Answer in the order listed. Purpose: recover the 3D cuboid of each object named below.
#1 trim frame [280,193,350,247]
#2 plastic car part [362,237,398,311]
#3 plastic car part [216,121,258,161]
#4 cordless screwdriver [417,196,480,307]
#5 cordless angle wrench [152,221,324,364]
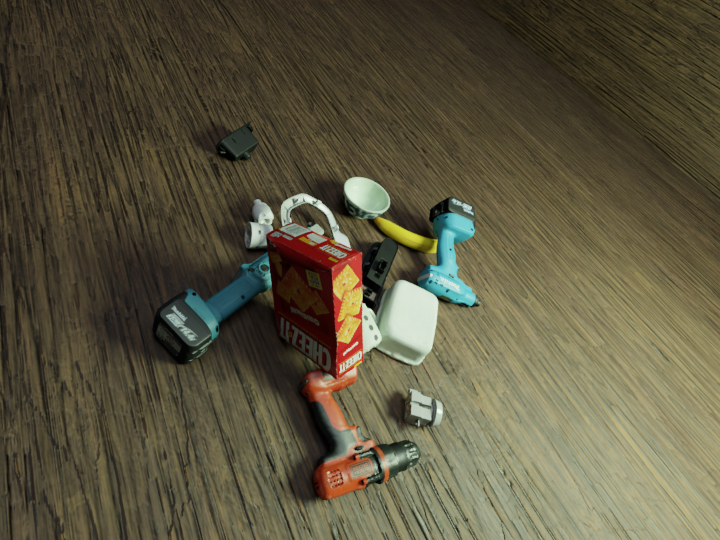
[{"bbox_3d":[-0.087,-0.057,0.893,0.174,0.028,0.257,11,54,-47],"label":"trim frame"},{"bbox_3d":[0.037,-0.007,0.930,0.066,0.067,0.204,28,43,-2],"label":"plastic car part"},{"bbox_3d":[-0.299,-0.309,1.055,0.070,0.067,0.116,42,49,-8],"label":"plastic car part"},{"bbox_3d":[0.227,-0.041,1.002,0.154,0.076,0.252,24,62,-18],"label":"cordless screwdriver"},{"bbox_3d":[-0.195,0.009,0.812,0.099,0.074,0.416,41,44,5],"label":"cordless angle wrench"}]
